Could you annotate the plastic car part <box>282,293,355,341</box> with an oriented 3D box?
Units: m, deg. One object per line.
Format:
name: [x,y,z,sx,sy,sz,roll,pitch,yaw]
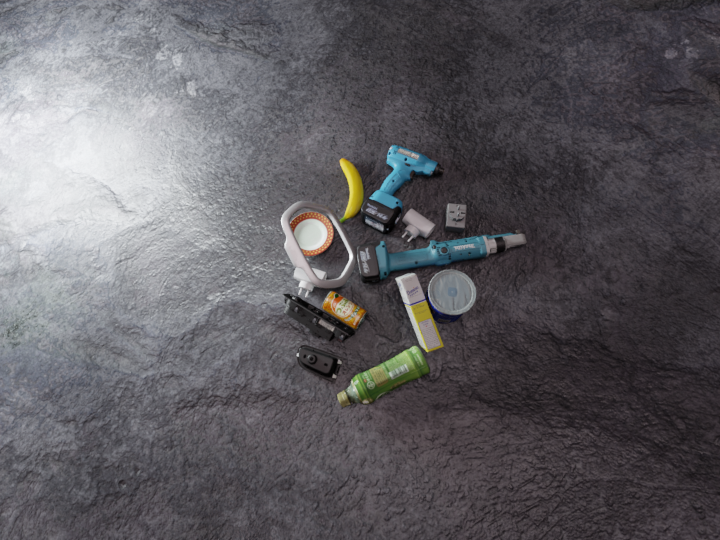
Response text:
plastic car part: [-0.115,0.124,1.068,0.209,0.064,0.067,33,104,15]

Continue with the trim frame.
trim frame: [-0.107,-0.070,1.098,0.179,0.028,0.251,-25,83,-34]

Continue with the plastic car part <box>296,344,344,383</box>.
plastic car part: [-0.107,0.220,1.025,0.119,0.069,0.066,19,74,9]

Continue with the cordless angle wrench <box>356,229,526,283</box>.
cordless angle wrench: [0.205,-0.045,1.072,0.425,0.072,0.100,-9,72,3]

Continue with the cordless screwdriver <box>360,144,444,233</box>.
cordless screwdriver: [0.111,-0.216,1.139,0.164,0.072,0.249,23,73,13]
